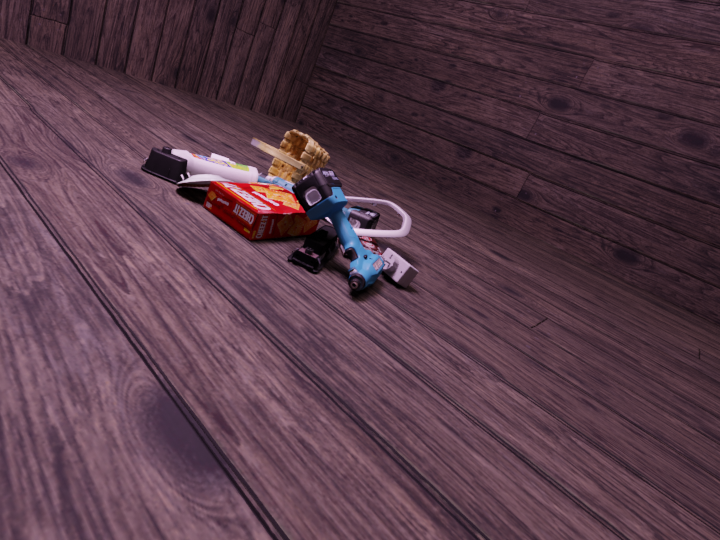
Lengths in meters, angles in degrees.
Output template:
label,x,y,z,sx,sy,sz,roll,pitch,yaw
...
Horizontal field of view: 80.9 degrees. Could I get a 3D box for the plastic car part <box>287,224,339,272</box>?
label,x,y,z,sx,sy,sz,roll,pitch,yaw
plastic car part,-0.088,-0.058,0.899,0.067,0.066,0.201,18,16,7

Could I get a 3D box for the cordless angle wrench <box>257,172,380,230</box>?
label,x,y,z,sx,sy,sz,roll,pitch,yaw
cordless angle wrench,-0.156,-0.202,1.192,0.436,0.074,0.096,25,21,15

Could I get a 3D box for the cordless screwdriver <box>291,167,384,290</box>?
label,x,y,z,sx,sy,sz,roll,pitch,yaw
cordless screwdriver,-0.043,-0.079,0.831,0.248,0.076,0.157,58,21,-1

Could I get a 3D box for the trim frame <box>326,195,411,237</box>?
label,x,y,z,sx,sy,sz,roll,pitch,yaw
trim frame,0.014,-0.139,1.067,0.242,0.027,0.193,-1,42,-18

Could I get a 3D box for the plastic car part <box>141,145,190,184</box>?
label,x,y,z,sx,sy,sz,roll,pitch,yaw
plastic car part,-0.463,-0.258,1.012,0.116,0.070,0.066,25,18,-2
